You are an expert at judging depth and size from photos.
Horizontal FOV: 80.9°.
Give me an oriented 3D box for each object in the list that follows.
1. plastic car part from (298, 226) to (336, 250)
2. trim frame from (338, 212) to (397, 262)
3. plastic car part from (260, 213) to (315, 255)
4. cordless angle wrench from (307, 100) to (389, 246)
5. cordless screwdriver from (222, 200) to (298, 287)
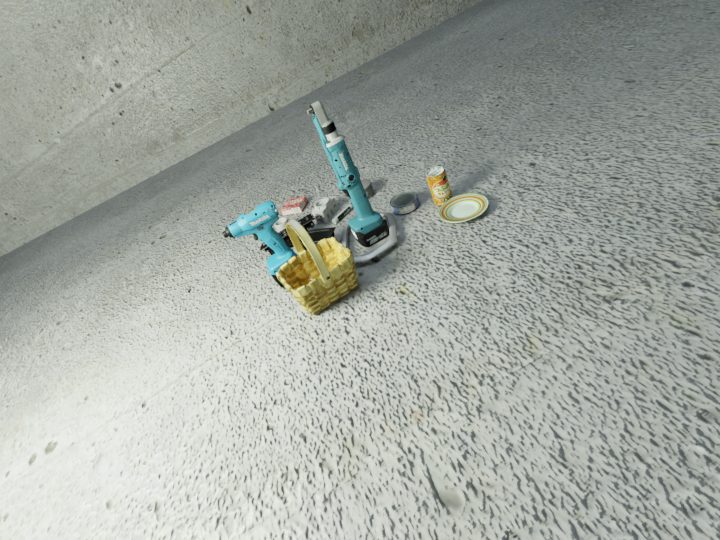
[{"bbox_3d":[-0.124,-0.081,1.263,0.121,0.068,0.066,-6,38,27],"label":"plastic car part"},{"bbox_3d":[0.017,-0.100,1.230,0.187,0.026,0.256,-19,35,12],"label":"trim frame"},{"bbox_3d":[-0.233,-0.110,1.378,0.203,0.064,0.069,-27,33,0],"label":"plastic car part"},{"bbox_3d":[-0.035,-0.252,1.129,0.097,0.404,0.078,-29,32,-6],"label":"cordless angle wrench"},{"bbox_3d":[-0.261,-0.059,1.177,0.159,0.238,0.078,-28,32,-4],"label":"cordless screwdriver"}]
